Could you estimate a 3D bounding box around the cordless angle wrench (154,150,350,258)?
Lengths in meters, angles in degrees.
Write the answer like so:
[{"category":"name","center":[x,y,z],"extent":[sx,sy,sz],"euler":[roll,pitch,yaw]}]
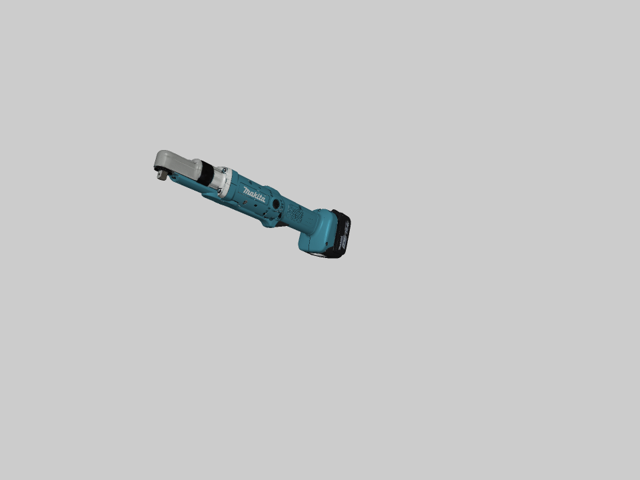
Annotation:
[{"category":"cordless angle wrench","center":[-0.095,-0.059,0.735],"extent":[0.074,0.098,0.423],"euler":[4,-12,39]}]
